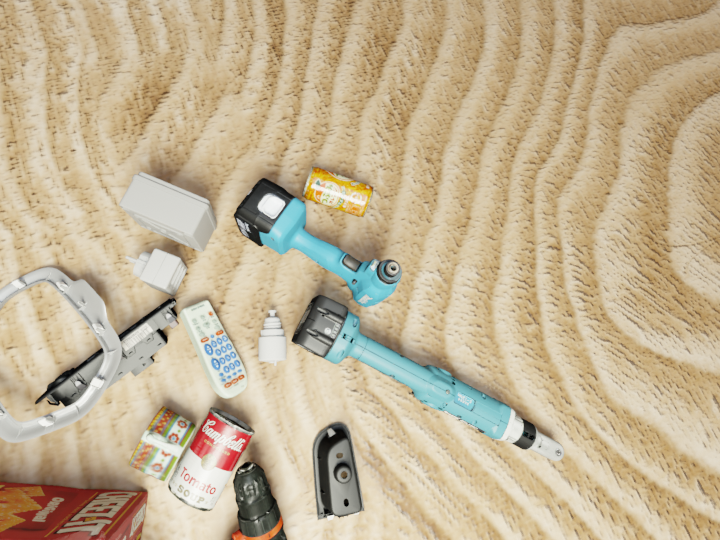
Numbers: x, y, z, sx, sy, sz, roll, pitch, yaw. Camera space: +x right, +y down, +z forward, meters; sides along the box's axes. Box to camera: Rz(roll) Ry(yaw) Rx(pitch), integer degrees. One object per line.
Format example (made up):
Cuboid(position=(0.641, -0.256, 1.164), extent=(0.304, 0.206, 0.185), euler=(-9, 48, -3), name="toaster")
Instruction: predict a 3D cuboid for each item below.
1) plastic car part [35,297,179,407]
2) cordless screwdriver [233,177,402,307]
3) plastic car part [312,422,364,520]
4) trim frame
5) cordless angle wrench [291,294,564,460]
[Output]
Cuboid(position=(-0.328, 0.118, 0.572), extent=(0.200, 0.069, 0.065), euler=(-35, 110, -17), name="plastic car part")
Cuboid(position=(-0.059, -0.038, 0.601), extent=(0.251, 0.158, 0.074), euler=(33, 72, 2), name="cordless screwdriver")
Cuboid(position=(-0.028, 0.271, 0.561), extent=(0.065, 0.071, 0.118), euler=(-5, 79, -14), name="plastic car part")
Cuboid(position=(-0.412, 0.095, 0.540), extent=(0.260, 0.026, 0.183), euler=(34, 71, 26), name="trim frame")
Cuboid(position=(0.106, 0.167, 0.603), extent=(0.420, 0.098, 0.074), euler=(28, 75, -3), name="cordless angle wrench")
